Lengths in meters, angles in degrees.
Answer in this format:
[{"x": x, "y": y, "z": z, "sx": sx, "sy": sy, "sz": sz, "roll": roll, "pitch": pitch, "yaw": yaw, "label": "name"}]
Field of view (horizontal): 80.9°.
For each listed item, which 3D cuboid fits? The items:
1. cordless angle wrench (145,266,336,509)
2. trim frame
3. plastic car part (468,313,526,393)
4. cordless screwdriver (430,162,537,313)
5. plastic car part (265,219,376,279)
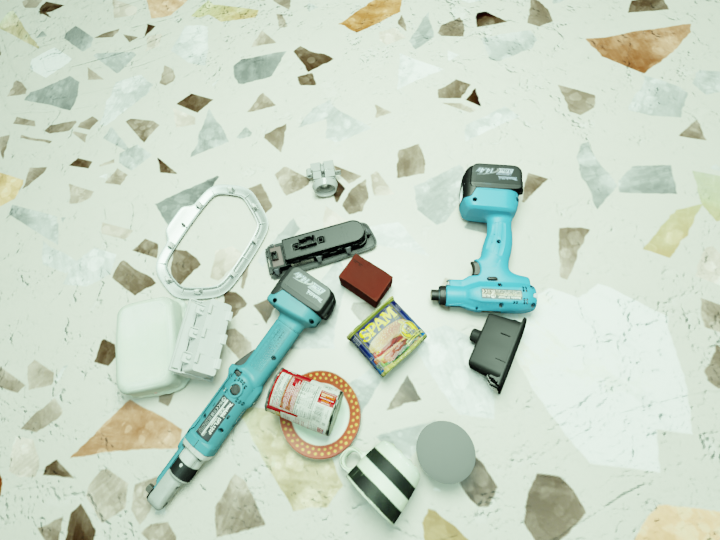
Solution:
[{"x": -0.193, "y": 0.189, "z": 0.680, "sx": 0.101, "sy": 0.072, "sz": 0.422, "roll": 32, "pitch": 79, "yaw": 16, "label": "cordless angle wrench"}, {"x": -0.285, "y": -0.059, "z": 0.807, "sx": 0.190, "sy": 0.026, "sz": 0.249, "roll": 26, "pitch": 77, "yaw": 17, "label": "trim frame"}, {"x": 0.205, "y": 0.119, "z": 0.656, "sx": 0.074, "sy": 0.063, "sz": 0.117, "roll": 16, "pitch": 69, "yaw": 26, "label": "plastic car part"}, {"x": 0.198, "y": -0.054, "z": 0.713, "sx": 0.161, "sy": 0.072, "sz": 0.253, "roll": 0, "pitch": 73, "yaw": 8, "label": "cordless screwdriver"}, {"x": -0.074, "y": -0.048, "z": 0.757, "sx": 0.203, "sy": 0.065, "sz": 0.069, "roll": -14, "pitch": 63, "yaw": -1, "label": "plastic car part"}]
